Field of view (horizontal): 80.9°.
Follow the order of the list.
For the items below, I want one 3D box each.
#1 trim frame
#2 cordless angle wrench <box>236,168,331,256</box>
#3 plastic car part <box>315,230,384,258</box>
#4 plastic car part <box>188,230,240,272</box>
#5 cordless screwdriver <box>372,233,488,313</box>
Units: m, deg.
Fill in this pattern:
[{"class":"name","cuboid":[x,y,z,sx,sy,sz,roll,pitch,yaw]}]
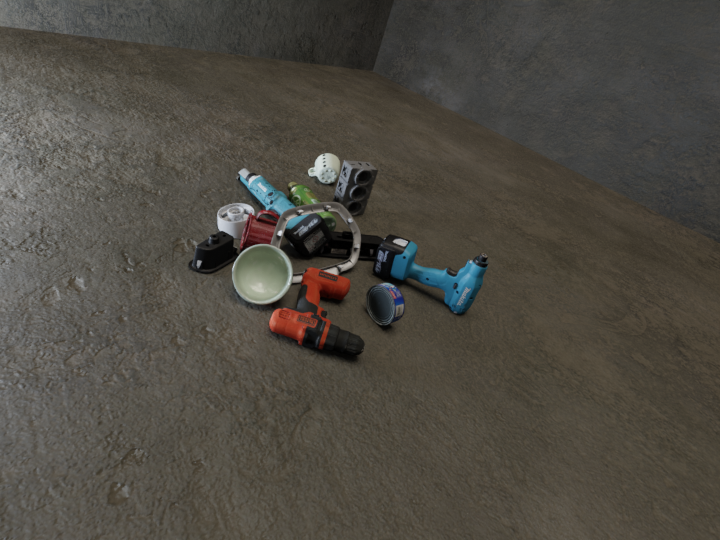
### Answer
[{"class":"trim frame","cuboid":[-0.095,-0.062,0.968,0.239,0.182,0.029,-14,8,-36]},{"class":"cordless angle wrench","cuboid":[-0.233,-0.187,1.148,0.097,0.070,0.448,-40,49,-9]},{"class":"plastic car part","cuboid":[-0.022,-0.069,1.090,0.197,0.066,0.069,7,28,-19]},{"class":"plastic car part","cuboid":[-0.317,-0.048,0.921,0.068,0.070,0.115,26,31,14]},{"class":"cordless screwdriver","cuboid":[0.163,-0.013,1.000,0.257,0.156,0.073,26,33,16]}]
